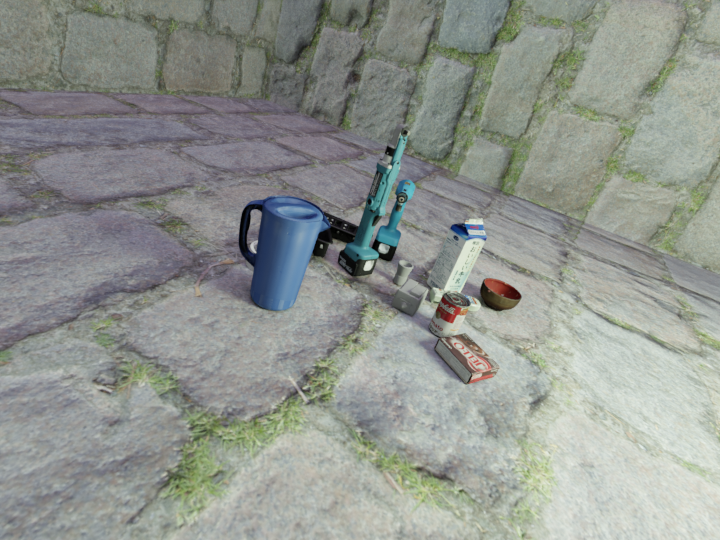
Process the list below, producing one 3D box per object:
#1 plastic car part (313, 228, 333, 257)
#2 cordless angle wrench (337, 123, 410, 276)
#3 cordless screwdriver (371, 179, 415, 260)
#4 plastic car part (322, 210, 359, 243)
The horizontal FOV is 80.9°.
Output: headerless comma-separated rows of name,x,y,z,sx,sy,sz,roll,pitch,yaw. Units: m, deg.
plastic car part,-0.120,-0.079,1.229,0.064,0.070,0.121,10,28,-15
cordless angle wrench,0.043,-0.181,1.130,0.071,0.417,0.104,-4,34,-39
cordless screwdriver,0.100,-0.146,1.282,0.075,0.245,0.159,20,26,3
plastic car part,-0.062,-0.128,1.357,0.205,0.066,0.066,19,26,5
